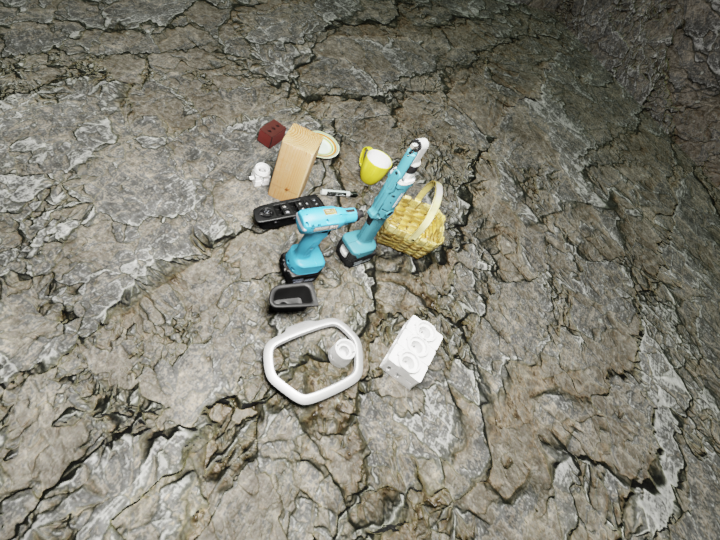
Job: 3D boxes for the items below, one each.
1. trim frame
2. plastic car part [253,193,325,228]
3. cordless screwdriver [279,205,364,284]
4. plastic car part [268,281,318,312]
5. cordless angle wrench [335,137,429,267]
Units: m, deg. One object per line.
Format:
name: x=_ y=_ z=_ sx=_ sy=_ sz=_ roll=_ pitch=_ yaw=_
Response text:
trim frame: x=-0.102 y=0.196 z=0.958 sx=0.240 sy=0.027 sz=0.191 roll=-18 pitch=63 yaw=-30
plastic car part: x=-0.200 y=-0.157 z=1.158 sx=0.196 sy=0.067 sz=0.069 roll=-14 pitch=63 yaw=-29
cordless screwdriver: x=-0.099 y=-0.065 z=1.009 sx=0.154 sy=0.248 sz=0.077 roll=-10 pitch=63 yaw=-29
plastic car part: x=-0.168 y=0.073 z=0.997 sx=0.113 sy=0.070 sz=0.068 roll=-4 pitch=58 yaw=-24
cordless angle wrench: x=0.054 y=-0.155 z=1.020 sx=0.095 sy=0.422 sz=0.077 roll=-18 pitch=67 yaw=-33
